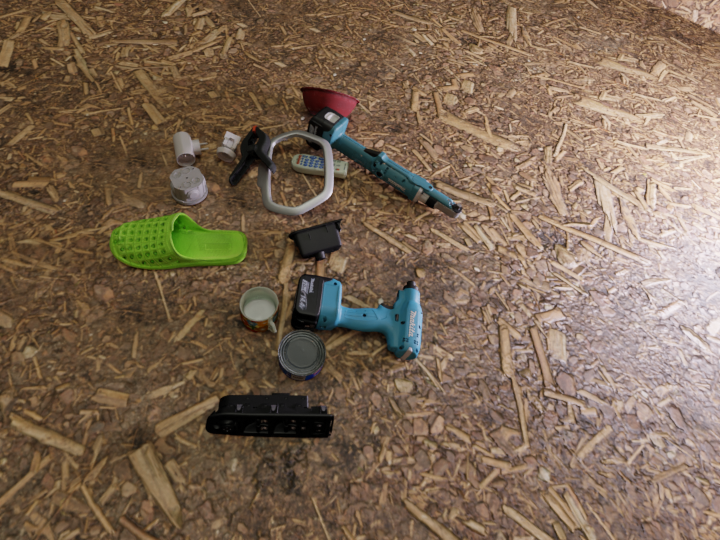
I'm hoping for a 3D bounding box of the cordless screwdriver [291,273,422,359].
[{"bbox_3d":[-0.002,0.065,0.812,0.248,0.073,0.162,14,55,-2],"label":"cordless screwdriver"}]

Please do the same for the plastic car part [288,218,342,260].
[{"bbox_3d":[-0.088,-0.057,0.897,0.114,0.066,0.073,-19,76,-16],"label":"plastic car part"}]

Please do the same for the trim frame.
[{"bbox_3d":[-0.156,-0.236,1.002,0.185,0.027,0.255,-5,65,3],"label":"trim frame"}]

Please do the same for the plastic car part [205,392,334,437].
[{"bbox_3d":[-0.148,0.231,0.686,0.200,0.064,0.069,-1,47,-8],"label":"plastic car part"}]

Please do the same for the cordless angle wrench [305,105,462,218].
[{"bbox_3d":[0.057,-0.251,1.032,0.433,0.096,0.074,35,58,11],"label":"cordless angle wrench"}]
